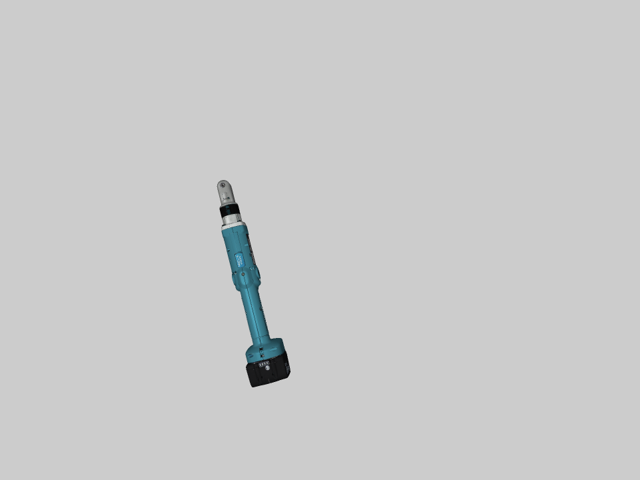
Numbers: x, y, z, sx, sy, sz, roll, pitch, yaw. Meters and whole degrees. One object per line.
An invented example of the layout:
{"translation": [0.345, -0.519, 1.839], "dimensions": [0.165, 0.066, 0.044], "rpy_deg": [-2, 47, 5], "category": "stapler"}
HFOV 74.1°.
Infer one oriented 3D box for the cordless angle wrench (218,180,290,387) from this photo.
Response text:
{"translation": [-0.152, 0.077, 0.870], "dimensions": [0.074, 0.422, 0.098], "rpy_deg": [-15, -7, -1], "category": "cordless angle wrench"}
